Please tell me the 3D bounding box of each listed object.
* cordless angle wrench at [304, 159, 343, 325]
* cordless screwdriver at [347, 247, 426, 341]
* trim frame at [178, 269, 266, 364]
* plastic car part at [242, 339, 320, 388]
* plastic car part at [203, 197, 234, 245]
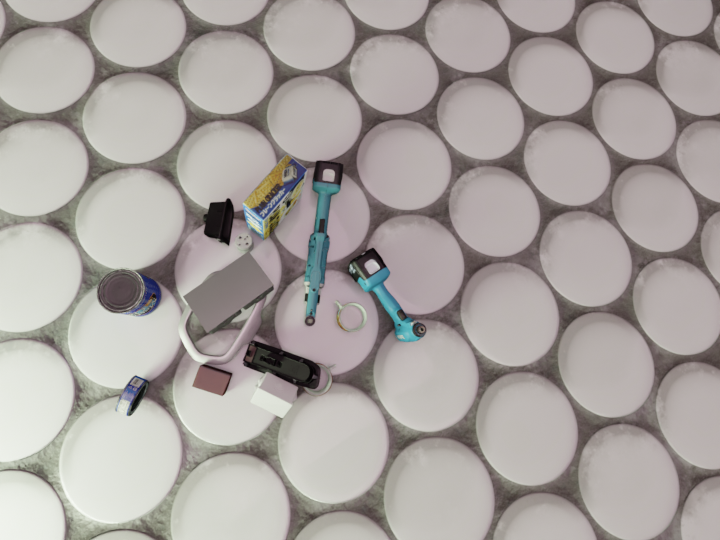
[{"bbox_3d":[-0.107,-0.070,1.094,0.074,0.098,0.426,7,81,-7],"label":"cordless angle wrench"},{"bbox_3d":[0.070,0.064,1.039,0.073,0.158,0.253,-31,82,-13],"label":"cordless screwdriver"},{"bbox_3d":[-0.339,0.110,1.049,0.187,0.027,0.249,25,71,7],"label":"trim frame"},{"bbox_3d":[-0.189,0.220,0.998,0.209,0.064,0.067,15,68,16],"label":"plastic car part"},{"bbox_3d":[-0.372,-0.128,1.095,0.072,0.064,0.118,0,75,7],"label":"plastic car part"}]
